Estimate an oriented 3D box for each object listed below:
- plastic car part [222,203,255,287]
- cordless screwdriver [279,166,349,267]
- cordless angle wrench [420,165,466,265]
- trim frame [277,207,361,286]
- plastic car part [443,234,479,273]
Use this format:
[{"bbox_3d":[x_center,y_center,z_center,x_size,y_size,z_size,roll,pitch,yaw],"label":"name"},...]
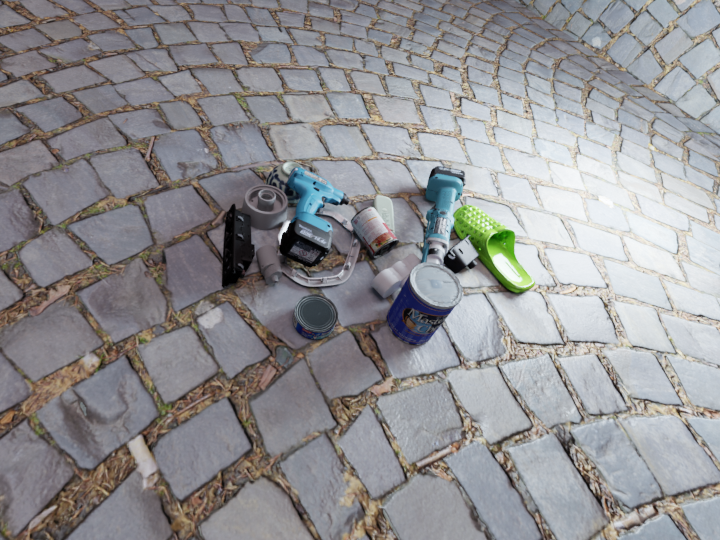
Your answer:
[{"bbox_3d":[-0.257,-0.061,0.893,0.064,0.066,0.212,5,48,-26],"label":"plastic car part"},{"bbox_3d":[-0.095,-0.120,0.947,0.153,0.075,0.256,21,43,-21],"label":"cordless screwdriver"},{"bbox_3d":[0.190,-0.118,1.016,0.100,0.072,0.427,11,42,8],"label":"cordless angle wrench"},{"bbox_3d":[-0.094,-0.061,0.960,0.185,0.027,0.252,17,49,2],"label":"trim frame"},{"bbox_3d":[0.243,-0.033,1.005,0.113,0.066,0.072,-28,78,-37],"label":"plastic car part"}]
